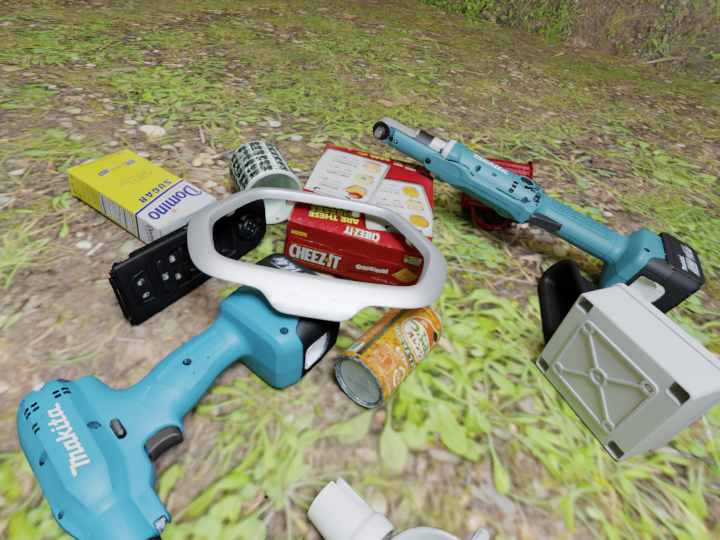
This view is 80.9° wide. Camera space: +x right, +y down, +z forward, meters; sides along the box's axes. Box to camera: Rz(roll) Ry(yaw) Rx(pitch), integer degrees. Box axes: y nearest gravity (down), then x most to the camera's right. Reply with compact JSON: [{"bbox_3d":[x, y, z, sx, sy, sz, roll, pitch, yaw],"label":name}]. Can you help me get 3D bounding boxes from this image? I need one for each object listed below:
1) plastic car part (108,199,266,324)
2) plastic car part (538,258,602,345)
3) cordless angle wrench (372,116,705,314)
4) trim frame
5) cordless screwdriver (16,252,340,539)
[{"bbox_3d":[-0.185,-0.024,0.472,0.070,0.064,0.199,8,34,39],"label":"plastic car part"},{"bbox_3d":[0.252,0.042,0.478,0.071,0.066,0.117,30,38,-1],"label":"plastic car part"},{"bbox_3d":[0.203,-0.094,0.552,0.432,0.073,0.097,32,43,11],"label":"cordless angle wrench"},{"bbox_3d":[-0.040,-0.026,0.406,0.247,0.027,0.189,9,36,-5],"label":"trim frame"},{"bbox_3d":[-0.110,0.094,0.332,0.167,0.072,0.243,34,50,27],"label":"cordless screwdriver"}]
